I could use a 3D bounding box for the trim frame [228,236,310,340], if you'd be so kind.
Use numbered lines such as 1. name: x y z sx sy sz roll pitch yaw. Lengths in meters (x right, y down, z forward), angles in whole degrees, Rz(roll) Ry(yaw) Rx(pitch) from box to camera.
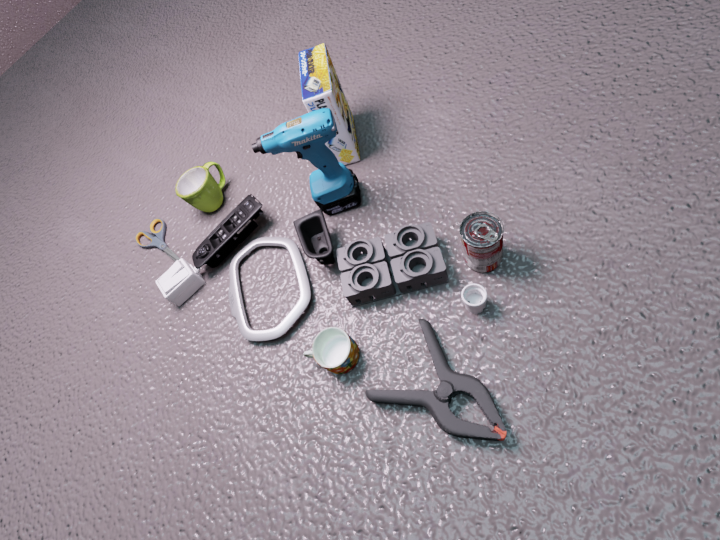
1. trim frame: -0.198 0.030 0.883 0.185 0.026 0.259 -26 57 6

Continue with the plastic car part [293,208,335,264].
1. plastic car part: -0.084 -0.055 0.861 0.066 0.067 0.121 -25 57 6

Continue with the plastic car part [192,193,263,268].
1. plastic car part: -0.297 -0.080 0.959 0.202 0.064 0.070 -44 58 -6

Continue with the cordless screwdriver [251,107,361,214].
1. cordless screwdriver: -0.097 -0.205 0.846 0.162 0.236 0.077 -15 60 11
